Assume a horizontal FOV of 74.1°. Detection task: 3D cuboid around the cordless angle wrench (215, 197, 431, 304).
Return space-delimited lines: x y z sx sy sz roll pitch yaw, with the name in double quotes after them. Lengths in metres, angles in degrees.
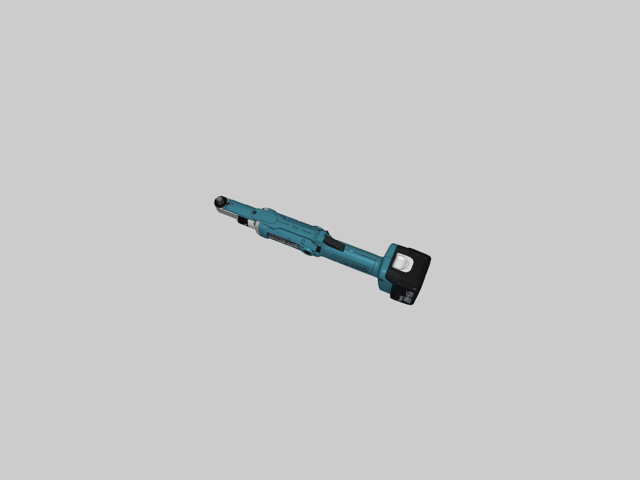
-0.013 0.001 0.795 0.423 0.074 0.098 21 -23 13 "cordless angle wrench"
